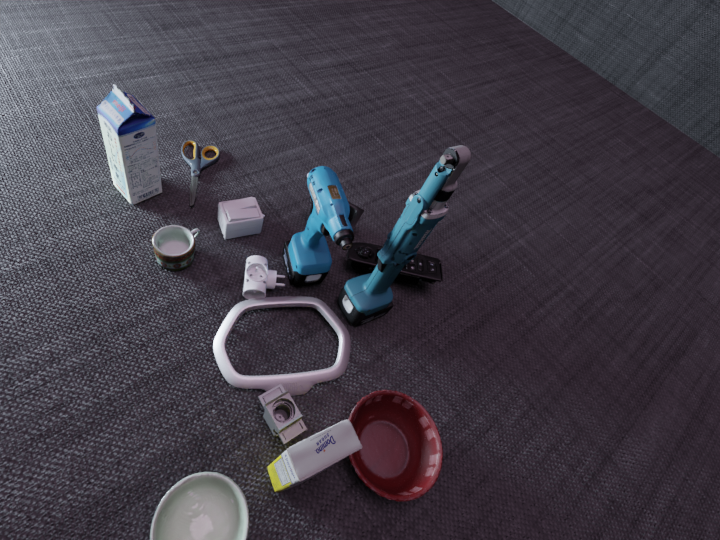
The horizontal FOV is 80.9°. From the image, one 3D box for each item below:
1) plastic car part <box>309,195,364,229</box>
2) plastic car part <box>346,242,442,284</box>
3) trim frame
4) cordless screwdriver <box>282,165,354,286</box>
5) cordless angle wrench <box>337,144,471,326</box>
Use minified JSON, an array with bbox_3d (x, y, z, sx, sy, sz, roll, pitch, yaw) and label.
[{"bbox_3d":[-0.063,-0.123,0.941,0.118,0.070,0.066,29,52,4],"label":"plastic car part"},{"bbox_3d":[0.066,-0.011,0.898,0.201,0.066,0.068,15,52,-5],"label":"plastic car part"},{"bbox_3d":[-0.137,0.130,0.760,0.242,0.027,0.191,-2,55,-17],"label":"trim frame"},{"bbox_3d":[-0.075,-0.049,0.771,0.072,0.247,0.166,-6,58,-24],"label":"cordless screwdriver"},{"bbox_3d":[0.066,-0.040,0.694,0.095,0.419,0.077,-17,65,-30],"label":"cordless angle wrench"}]
